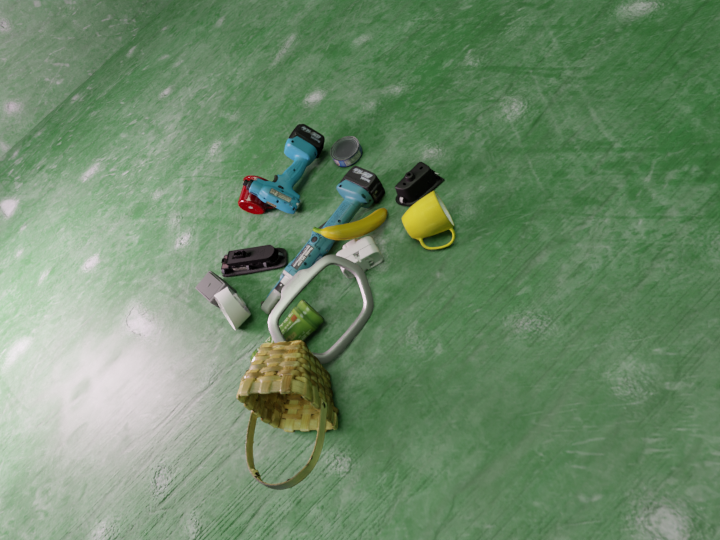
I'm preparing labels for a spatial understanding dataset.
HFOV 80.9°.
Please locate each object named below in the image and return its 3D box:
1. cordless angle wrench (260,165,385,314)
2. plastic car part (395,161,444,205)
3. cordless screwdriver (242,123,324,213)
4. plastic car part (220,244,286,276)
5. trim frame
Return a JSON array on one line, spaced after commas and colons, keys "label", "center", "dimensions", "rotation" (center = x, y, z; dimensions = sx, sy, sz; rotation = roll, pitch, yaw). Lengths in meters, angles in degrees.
[{"label": "cordless angle wrench", "center": [-0.101, -0.066, 1.034], "dimensions": [0.103, 0.070, 0.422], "rotation": [32, 82, 35]}, {"label": "plastic car part", "center": [0.129, -0.211, 1.002], "dimensions": [0.116, 0.067, 0.070], "rotation": [-41, 52, -5]}, {"label": "cordless screwdriver", "center": [-0.207, -0.291, 1.169], "dimensions": [0.157, 0.075, 0.250], "rotation": [24, 71, -7]}, {"label": "plastic car part", "center": [-0.288, -0.034, 1.112], "dimensions": [0.209, 0.063, 0.068], "rotation": [-5, 54, 20]}, {"label": "trim frame", "center": [-0.082, 0.081, 0.901], "dimensions": [0.183, 0.028, 0.247], "rotation": [42, 77, -2]}]
